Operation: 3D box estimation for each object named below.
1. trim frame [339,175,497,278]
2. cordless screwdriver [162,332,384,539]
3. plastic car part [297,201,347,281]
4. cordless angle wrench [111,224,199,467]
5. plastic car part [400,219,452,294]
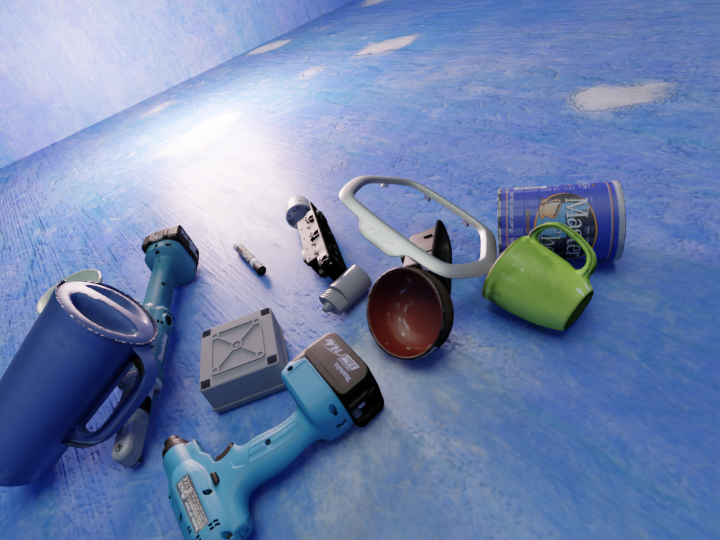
[{"bbox_3d":[0.081,-0.071,0.607,0.178,0.027,0.260,-26,55,-39],"label":"trim frame"},{"bbox_3d":[-0.105,0.175,0.478,0.246,0.071,0.169,-41,42,-18],"label":"cordless screwdriver"},{"bbox_3d":[-0.072,-0.047,0.739,0.068,0.063,0.212,-39,36,17],"label":"plastic car part"},{"bbox_3d":[-0.324,0.087,0.665,0.075,0.093,0.441,-20,42,3],"label":"cordless angle wrench"},{"bbox_3d":[0.095,-0.020,0.635,0.073,0.063,0.118,-18,32,25],"label":"plastic car part"}]
